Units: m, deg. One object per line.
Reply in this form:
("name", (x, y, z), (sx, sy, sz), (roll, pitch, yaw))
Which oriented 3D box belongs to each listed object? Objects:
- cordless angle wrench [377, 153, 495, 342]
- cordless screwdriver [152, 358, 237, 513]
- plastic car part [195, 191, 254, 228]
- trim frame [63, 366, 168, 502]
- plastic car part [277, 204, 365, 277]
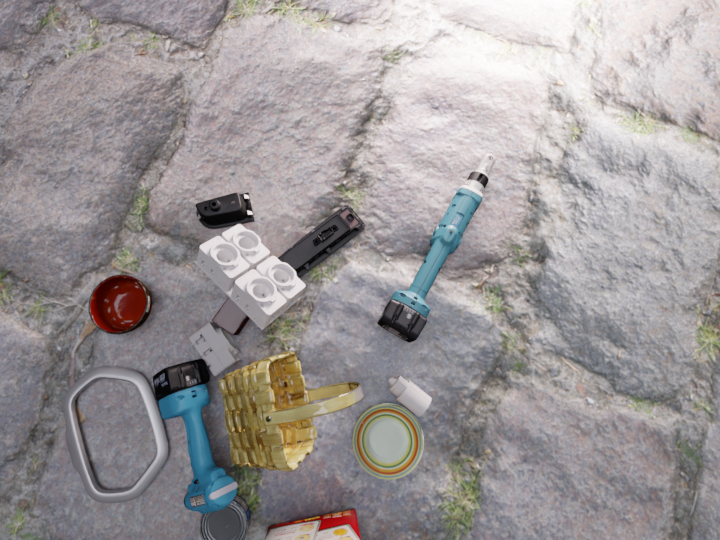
("cordless angle wrench", (0.168, -0.063, 0.834), (0.075, 0.096, 0.423), (29, 76, 6))
("cordless screwdriver", (-0.304, 0.297, 0.754), (0.071, 0.162, 0.256), (-5, 63, -45))
("plastic car part", (-0.282, -0.126, 0.860), (0.116, 0.070, 0.067), (-13, 80, -6))
("trim frame", (-0.464, 0.303, 0.794), (0.183, 0.027, 0.252), (-24, 80, -5))
("plastic car part", (-0.083, -0.054, 0.850), (0.202, 0.067, 0.066), (-38, 90, -4))
